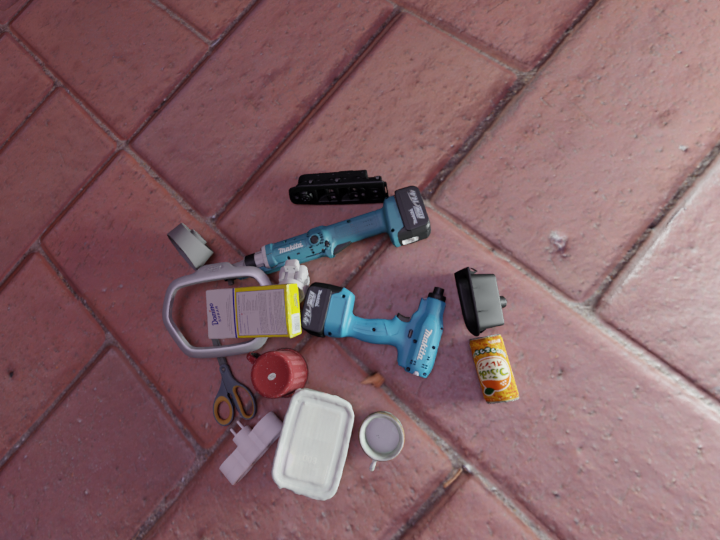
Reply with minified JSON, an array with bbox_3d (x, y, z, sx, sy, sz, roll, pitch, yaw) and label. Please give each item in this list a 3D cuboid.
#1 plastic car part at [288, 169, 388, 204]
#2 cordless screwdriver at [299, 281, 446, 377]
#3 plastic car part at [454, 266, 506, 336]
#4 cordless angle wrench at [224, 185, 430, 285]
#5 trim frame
[{"bbox_3d":[-0.048,-0.171,0.852,0.207,0.063,0.068,-4,67,12],"label":"plastic car part"},{"bbox_3d":[0.024,0.077,0.769,0.255,0.072,0.160,17,81,13],"label":"cordless screwdriver"},{"bbox_3d":[0.216,0.051,0.739,0.070,0.065,0.118,-10,78,-6],"label":"plastic car part"},{"bbox_3d":[-0.081,-0.053,0.829,0.429,0.071,0.100,-17,74,11],"label":"cordless angle wrench"},{"bbox_3d":[-0.279,0.077,0.834,0.253,0.027,0.185,-10,86,13],"label":"trim frame"}]
